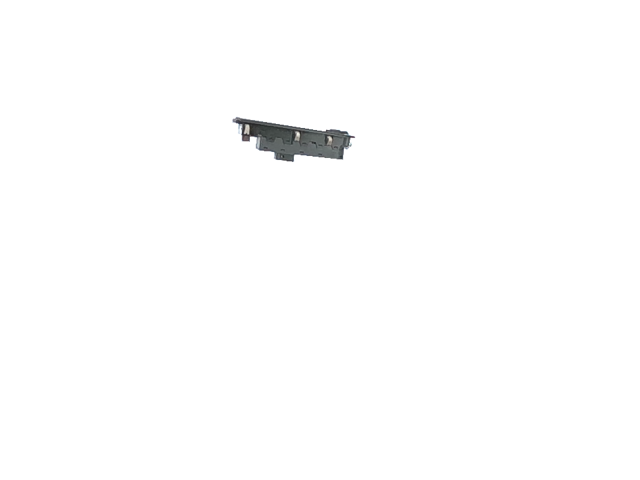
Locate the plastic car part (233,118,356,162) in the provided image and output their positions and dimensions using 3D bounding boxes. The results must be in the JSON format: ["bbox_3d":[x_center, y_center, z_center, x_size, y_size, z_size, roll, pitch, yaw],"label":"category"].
[{"bbox_3d":[-0.037,-0.160,0.688,0.202,0.067,0.066,-1,10,-16],"label":"plastic car part"}]
